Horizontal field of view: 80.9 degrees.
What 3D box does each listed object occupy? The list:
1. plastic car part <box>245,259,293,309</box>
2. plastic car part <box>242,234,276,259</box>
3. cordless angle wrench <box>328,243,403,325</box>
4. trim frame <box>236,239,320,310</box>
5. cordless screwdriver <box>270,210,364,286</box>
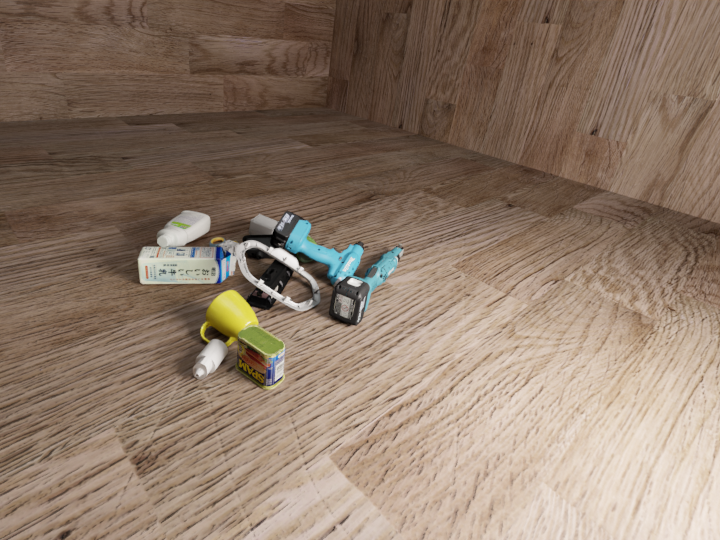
[{"bbox_3d":[-0.229,0.021,1.096,0.068,0.065,0.203,6,26,11],"label":"plastic car part"},{"bbox_3d":[-0.287,-0.063,1.237,0.115,0.064,0.074,-2,44,-9],"label":"plastic car part"},{"bbox_3d":[0.043,0.012,1.147,0.077,0.096,0.415,18,27,17],"label":"cordless angle wrench"},{"bbox_3d":[-0.200,0.008,1.050,0.244,0.027,0.187,32,27,-11],"label":"trim frame"},{"bbox_3d":[-0.114,-0.075,1.169,0.250,0.074,0.159,32,54,2],"label":"cordless screwdriver"}]
